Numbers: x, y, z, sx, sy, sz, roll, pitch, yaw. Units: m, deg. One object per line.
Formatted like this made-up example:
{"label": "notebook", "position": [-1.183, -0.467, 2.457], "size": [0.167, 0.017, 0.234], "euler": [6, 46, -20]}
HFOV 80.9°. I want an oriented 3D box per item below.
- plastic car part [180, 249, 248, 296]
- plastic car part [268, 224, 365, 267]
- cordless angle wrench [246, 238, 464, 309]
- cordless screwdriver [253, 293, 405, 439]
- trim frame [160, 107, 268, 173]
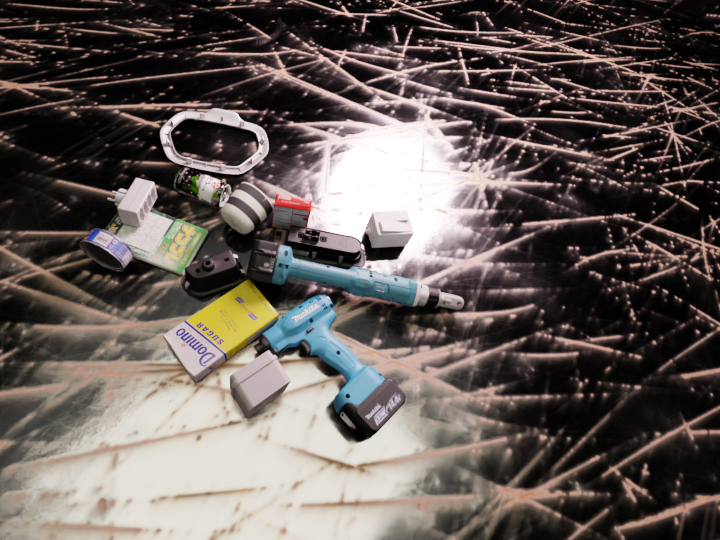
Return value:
{"label": "plastic car part", "position": [-0.272, 0.000, 0.781], "size": [0.113, 0.070, 0.068], "euler": [-21, 67, -25]}
{"label": "plastic car part", "position": [-0.083, -0.055, 0.854], "size": [0.201, 0.066, 0.068], "euler": [12, 49, -6]}
{"label": "cordless angle wrench", "position": [-0.001, 0.022, 0.804], "size": [0.417, 0.099, 0.074], "euler": [12, 89, -8]}
{"label": "cordless screwdriver", "position": [-0.056, 0.170, 0.719], "size": [0.156, 0.073, 0.259], "euler": [-32, 66, -25]}
{"label": "trim frame", "position": [-0.335, -0.302, 0.974], "size": [0.248, 0.027, 0.188], "euler": [9, 58, -2]}
